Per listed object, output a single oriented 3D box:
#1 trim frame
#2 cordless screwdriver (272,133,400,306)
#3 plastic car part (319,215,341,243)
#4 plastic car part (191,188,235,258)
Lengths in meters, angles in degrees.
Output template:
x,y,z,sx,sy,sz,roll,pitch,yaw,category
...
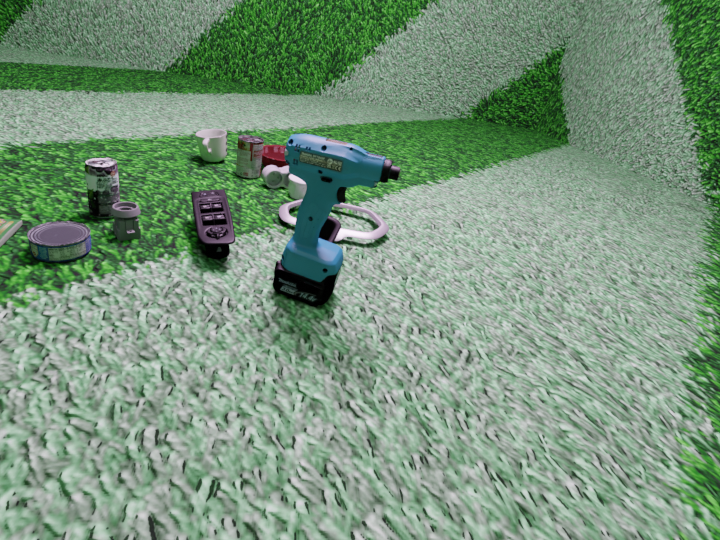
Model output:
x,y,z,sx,sy,sz,roll,pitch,yaw,category
-0.060,-0.114,0.938,0.251,0.027,0.186,13,28,5,trim frame
-0.044,-0.066,0.627,0.162,0.244,0.074,16,27,8,cordless screwdriver
-0.075,-0.049,0.769,0.067,0.069,0.116,15,28,7,plastic car part
-0.271,-0.084,0.774,0.064,0.066,0.214,-2,30,-24,plastic car part
